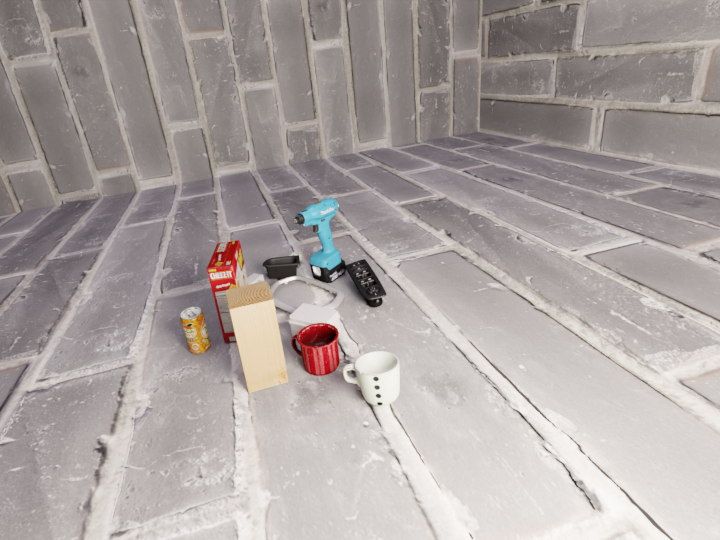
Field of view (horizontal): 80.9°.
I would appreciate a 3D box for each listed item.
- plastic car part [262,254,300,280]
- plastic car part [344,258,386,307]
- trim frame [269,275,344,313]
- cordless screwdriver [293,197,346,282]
[{"bbox_3d":[-0.246,-0.002,1.336,0.116,0.069,0.068,-8,25,-2],"label":"plastic car part"},{"bbox_3d":[0.015,0.041,1.185,0.065,0.065,0.212,-12,26,-12],"label":"plastic car part"},{"bbox_3d":[-0.163,0.069,1.218,0.262,0.027,0.179,15,34,38],"label":"trim frame"},{"bbox_3d":[-0.124,-0.081,1.266,0.078,0.242,0.155,15,32,39],"label":"cordless screwdriver"}]
